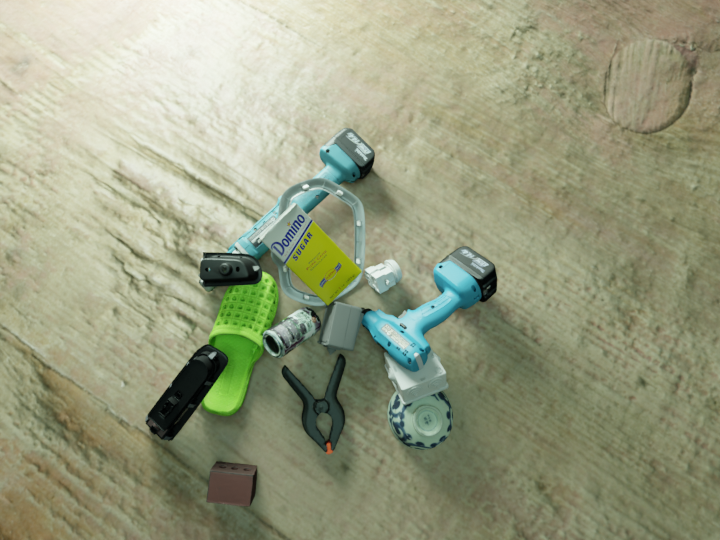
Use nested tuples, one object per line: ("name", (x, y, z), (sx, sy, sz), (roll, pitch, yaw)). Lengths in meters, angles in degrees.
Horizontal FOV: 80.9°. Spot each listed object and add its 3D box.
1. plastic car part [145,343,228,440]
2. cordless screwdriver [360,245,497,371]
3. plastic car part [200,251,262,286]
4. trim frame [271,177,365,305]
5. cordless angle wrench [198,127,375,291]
("plastic car part", (-0.315, 0.216, 0.745), (0.068, 0.065, 0.203), (40, 95, 13))
("cordless screwdriver", (0.123, 0.055, 0.789), (0.247, 0.071, 0.169), (-41, 48, -13))
("plastic car part", (-0.242, -0.002, 0.765), (0.118, 0.070, 0.066), (0, 89, 8))
("trim frame", (-0.079, -0.052, 0.807), (0.181, 0.028, 0.246), (0, 100, -9))
("cordless angle wrench", (-0.149, -0.109, 0.837), (0.421, 0.074, 0.099), (-44, 84, -6))
